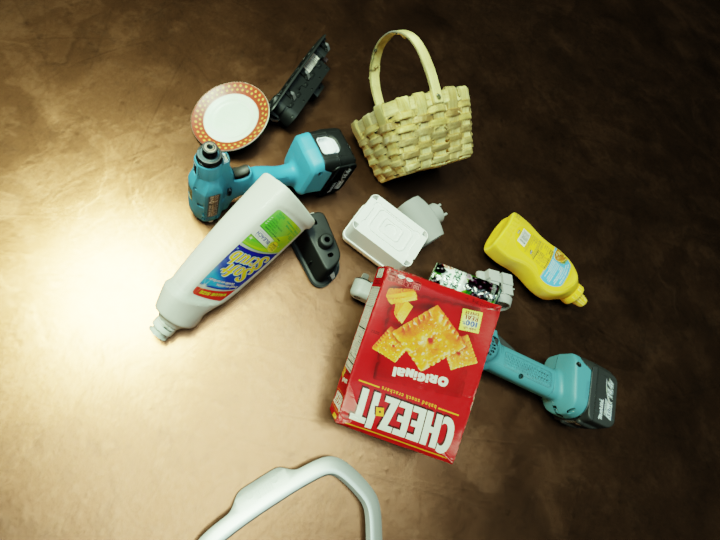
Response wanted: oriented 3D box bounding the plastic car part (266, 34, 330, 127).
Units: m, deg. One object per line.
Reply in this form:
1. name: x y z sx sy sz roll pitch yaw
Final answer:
1. plastic car part: -0.107 -0.323 0.745 0.064 0.069 0.203 45 59 -28

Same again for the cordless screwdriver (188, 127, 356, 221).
1. cordless screwdriver: -0.125 -0.151 0.612 0.242 0.160 0.076 -20 77 -25

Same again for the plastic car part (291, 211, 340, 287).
1. plastic car part: -0.062 -0.041 0.636 0.064 0.071 0.119 -21 74 -22

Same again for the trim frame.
1. trim frame: -0.082 0.340 0.505 0.243 0.027 0.187 -26 79 -21

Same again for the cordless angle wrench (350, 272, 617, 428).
1. cordless angle wrench: 0.177 0.115 0.645 0.421 0.074 0.098 25 65 -3
